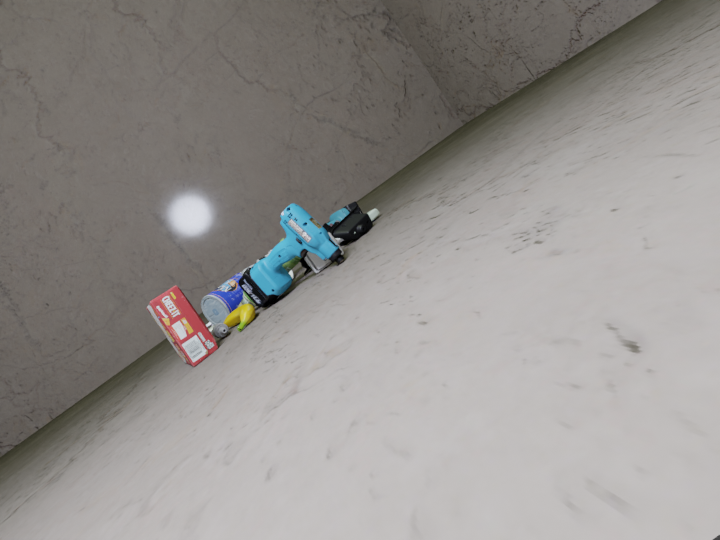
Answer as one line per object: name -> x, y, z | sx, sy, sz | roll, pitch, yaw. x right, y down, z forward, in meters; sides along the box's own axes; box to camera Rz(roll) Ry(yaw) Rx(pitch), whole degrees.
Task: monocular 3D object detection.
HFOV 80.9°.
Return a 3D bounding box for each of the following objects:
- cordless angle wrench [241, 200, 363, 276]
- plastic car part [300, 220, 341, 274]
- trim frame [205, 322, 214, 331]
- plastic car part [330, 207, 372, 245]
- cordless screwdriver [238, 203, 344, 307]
cordless angle wrench -> -0.171, -0.085, 1.275 | 0.414, 0.074, 0.100 | -32, 5, -26
plastic car part -> -0.111, -0.072, 1.133 | 0.067, 0.066, 0.203 | -48, 9, 47
trim frame -> -0.452, 0.169, 1.312 | 0.183, 0.027, 0.254 | -36, 12, -9
plastic car part -> -0.012, -0.107, 1.072 | 0.074, 0.064, 0.115 | -7, 30, 45
cordless screwdriver -> -0.154, -0.011, 0.931 | 0.250, 0.161, 0.073 | -48, -6, 31
